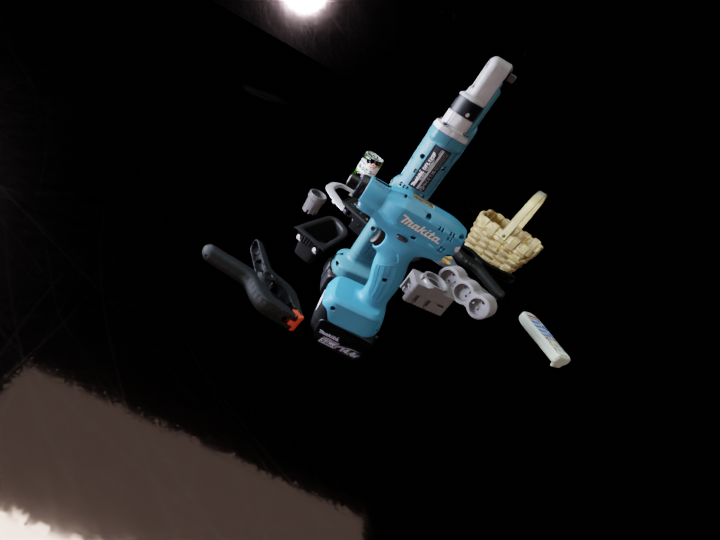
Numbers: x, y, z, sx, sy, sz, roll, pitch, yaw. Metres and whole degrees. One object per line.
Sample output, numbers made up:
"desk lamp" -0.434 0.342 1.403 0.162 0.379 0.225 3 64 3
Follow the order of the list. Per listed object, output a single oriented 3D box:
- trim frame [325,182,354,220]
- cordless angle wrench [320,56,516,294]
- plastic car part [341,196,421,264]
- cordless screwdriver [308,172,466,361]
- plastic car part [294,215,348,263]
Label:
"trim frame" 0.021 -0.146 1.050 0.243 0.027 0.188 25 29 -12
"cordless angle wrench" 0.073 -0.114 0.632 0.096 0.423 0.075 30 29 -9
"plastic car part" 0.037 -0.075 0.911 0.209 0.067 0.064 40 29 16
"cordless screwdriver" 0.004 -0.002 0.572 0.158 0.248 0.075 32 28 -4
"plastic car part" -0.074 -0.048 0.758 0.068 0.071 0.113 40 29 12
